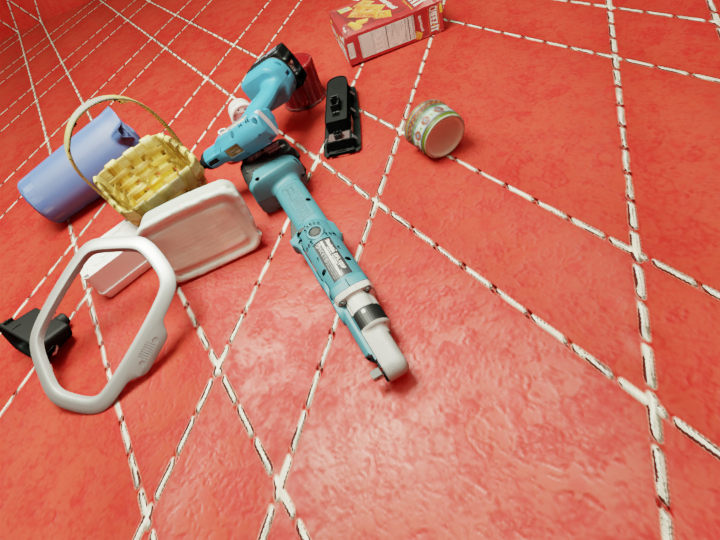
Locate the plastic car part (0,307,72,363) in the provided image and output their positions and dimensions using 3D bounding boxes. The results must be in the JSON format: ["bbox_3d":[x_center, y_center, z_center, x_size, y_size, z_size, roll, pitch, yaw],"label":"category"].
[{"bbox_3d":[-0.484,0.094,0.645,0.121,0.063,0.071,11,43,24],"label":"plastic car part"}]

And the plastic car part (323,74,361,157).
[{"bbox_3d":[-0.041,-0.293,0.774,0.068,0.063,0.209,-15,47,17],"label":"plastic car part"}]

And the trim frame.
[{"bbox_3d":[-0.347,0.068,0.570,0.189,0.027,0.248,27,85,15],"label":"trim frame"}]

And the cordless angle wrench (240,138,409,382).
[{"bbox_3d":[-0.056,-0.037,0.572,0.098,0.071,0.446,-31,51,-4],"label":"cordless angle wrench"}]

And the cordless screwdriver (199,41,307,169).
[{"bbox_3d":[-0.186,-0.276,0.727,0.164,0.070,0.254,-19,44,32],"label":"cordless screwdriver"}]
